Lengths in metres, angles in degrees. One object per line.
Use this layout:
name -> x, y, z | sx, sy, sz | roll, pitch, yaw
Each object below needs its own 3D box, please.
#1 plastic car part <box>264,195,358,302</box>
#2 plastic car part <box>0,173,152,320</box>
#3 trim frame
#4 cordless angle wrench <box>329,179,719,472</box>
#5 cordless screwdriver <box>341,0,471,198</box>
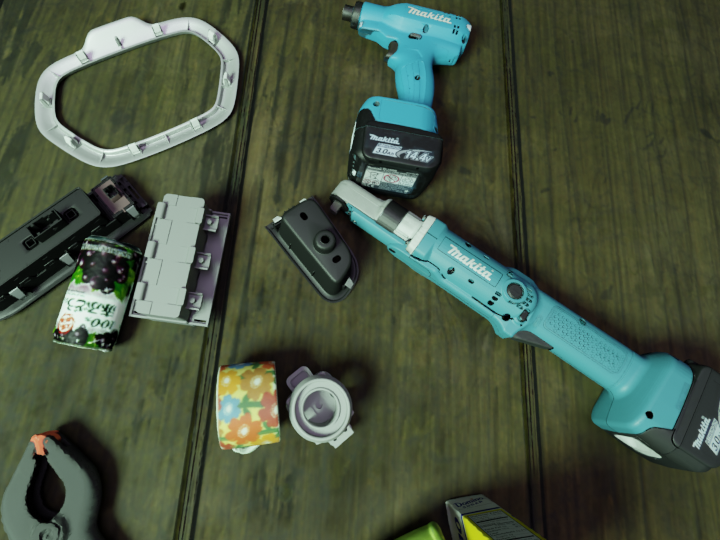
plastic car part -> -0.043, -0.028, 0.439 | 0.065, 0.070, 0.119 | -35, 77, -12
plastic car part -> -0.318, -0.024, 0.429 | 0.202, 0.067, 0.066 | -42, 90, -11
trim frame -> -0.264, -0.223, 0.506 | 0.246, 0.027, 0.188 | -27, 76, -9
cordless angle wrench -> 0.148, 0.029, 0.436 | 0.431, 0.073, 0.098 | 35, 74, 9
cordless screwdriver -> 0.033, -0.216, 0.498 | 0.159, 0.073, 0.252 | 14, 70, 0
